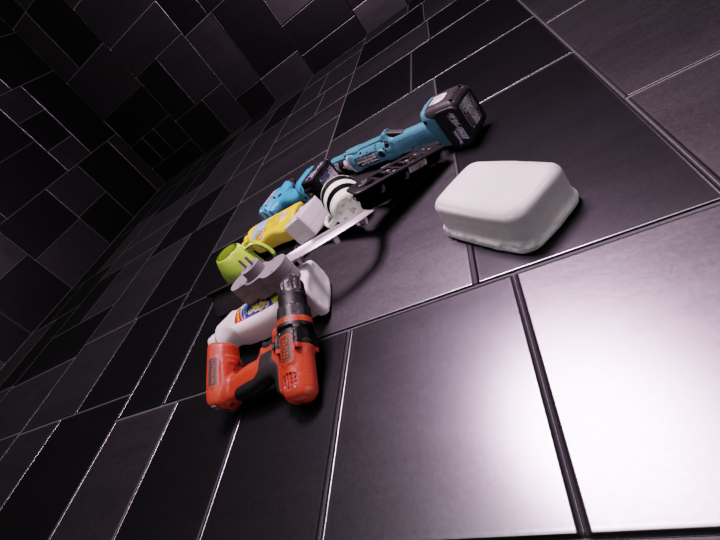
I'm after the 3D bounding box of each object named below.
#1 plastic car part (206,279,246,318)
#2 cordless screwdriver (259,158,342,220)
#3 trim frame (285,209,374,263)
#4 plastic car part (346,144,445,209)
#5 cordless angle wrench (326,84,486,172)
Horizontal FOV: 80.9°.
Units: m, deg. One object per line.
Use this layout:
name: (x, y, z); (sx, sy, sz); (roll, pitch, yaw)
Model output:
plastic car part: (-0.246, 0.062, 0.841); (0.119, 0.063, 0.073); (-26, 71, 23)
cordless screwdriver: (-0.148, -0.211, 1.080); (0.259, 0.071, 0.160); (-13, 40, 45)
trim frame: (-0.075, -0.049, 0.765); (0.180, 0.027, 0.255); (-39, 10, -39)
plastic car part: (0.064, -0.167, 0.768); (0.199, 0.065, 0.070); (-28, 31, -21)
cordless angle wrench: (0.058, -0.271, 0.921); (0.441, 0.094, 0.074); (-5, 44, 51)
